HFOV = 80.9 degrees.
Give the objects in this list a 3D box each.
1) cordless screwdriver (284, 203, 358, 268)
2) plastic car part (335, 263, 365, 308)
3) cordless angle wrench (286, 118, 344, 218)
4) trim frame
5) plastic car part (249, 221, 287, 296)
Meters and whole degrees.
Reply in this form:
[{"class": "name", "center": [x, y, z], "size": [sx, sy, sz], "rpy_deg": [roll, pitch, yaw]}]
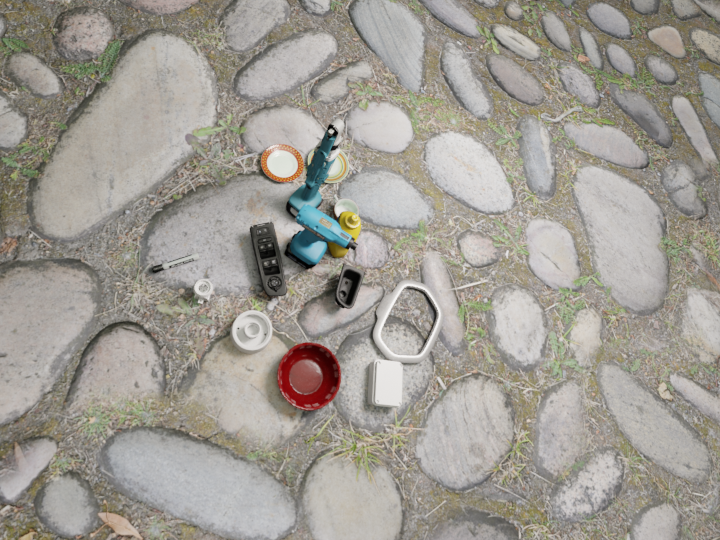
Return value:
[{"class": "cordless screwdriver", "center": [-0.106, -0.069, 1.084], "size": [0.159, 0.250, 0.074], "rpy_deg": [33, 67, -4]}, {"class": "plastic car part", "center": [-0.040, 0.052, 1.152], "size": [0.065, 0.071, 0.118], "rpy_deg": [21, 68, -8]}, {"class": "cordless angle wrench", "center": [-0.107, -0.244, 1.051], "size": [0.074, 0.425, 0.097], "rpy_deg": [41, 67, -3]}, {"class": "trim frame", "center": [0.134, 0.141, 1.183], "size": [0.184, 0.027, 0.249], "rpy_deg": [31, 67, -1]}, {"class": "plastic car part", "center": [-0.247, -0.023, 1.134], "size": [0.065, 0.067, 0.207], "rpy_deg": [-11, 74, -19]}]
